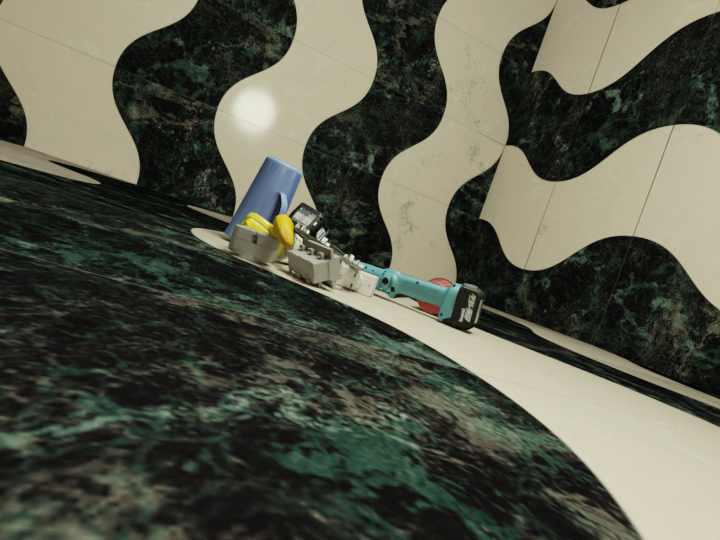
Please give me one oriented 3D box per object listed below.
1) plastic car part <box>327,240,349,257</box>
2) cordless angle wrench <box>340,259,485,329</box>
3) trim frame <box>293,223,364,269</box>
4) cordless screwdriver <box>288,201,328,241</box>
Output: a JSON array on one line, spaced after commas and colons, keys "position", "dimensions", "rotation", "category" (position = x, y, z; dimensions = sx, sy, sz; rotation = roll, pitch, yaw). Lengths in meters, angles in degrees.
[{"position": [-0.086, -0.037, 1.337], "dimensions": [0.121, 0.071, 0.063], "rotation": [38, 8, 22], "category": "plastic car part"}, {"position": [0.070, 0.029, 1.016], "dimensions": [0.443, 0.098, 0.071], "rotation": [17, 4, 28], "category": "cordless angle wrench"}, {"position": [-0.075, -0.055, 0.969], "dimensions": [0.179, 0.027, 0.256], "rotation": [34, -3, -18], "category": "trim frame"}, {"position": [-0.116, -0.076, 1.188], "dimensions": [0.166, 0.074, 0.240], "rotation": [35, -16, 21], "category": "cordless screwdriver"}]
